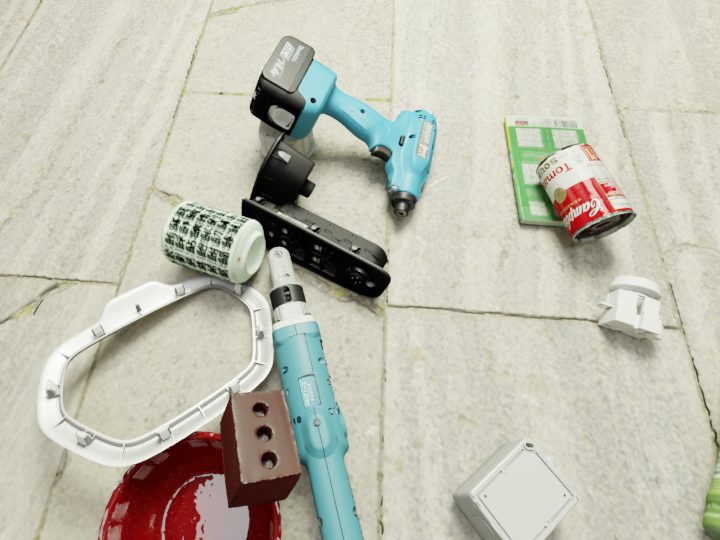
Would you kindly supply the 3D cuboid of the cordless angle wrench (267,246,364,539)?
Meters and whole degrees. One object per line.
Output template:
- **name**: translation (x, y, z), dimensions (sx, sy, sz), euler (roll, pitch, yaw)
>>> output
- **cordless angle wrench**: translation (-0.041, 0.158, 0.410), dimensions (0.073, 0.095, 0.439), euler (-13, 61, -10)

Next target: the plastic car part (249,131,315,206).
- **plastic car part**: translation (-0.094, -0.115, 0.538), dimensions (0.069, 0.118, 0.066), euler (31, 67, -13)

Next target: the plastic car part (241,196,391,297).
- **plastic car part**: translation (-0.051, -0.033, 0.521), dimensions (0.210, 0.065, 0.066), euler (30, 43, 17)

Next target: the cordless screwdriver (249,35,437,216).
- **cordless screwdriver**: translation (-0.019, -0.178, 0.543), dimensions (0.242, 0.075, 0.161), euler (22, 65, -14)

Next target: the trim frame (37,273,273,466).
- **trim frame**: translation (-0.208, 0.086, 0.450), dimensions (0.243, 0.027, 0.193), euler (-31, 56, -26)
